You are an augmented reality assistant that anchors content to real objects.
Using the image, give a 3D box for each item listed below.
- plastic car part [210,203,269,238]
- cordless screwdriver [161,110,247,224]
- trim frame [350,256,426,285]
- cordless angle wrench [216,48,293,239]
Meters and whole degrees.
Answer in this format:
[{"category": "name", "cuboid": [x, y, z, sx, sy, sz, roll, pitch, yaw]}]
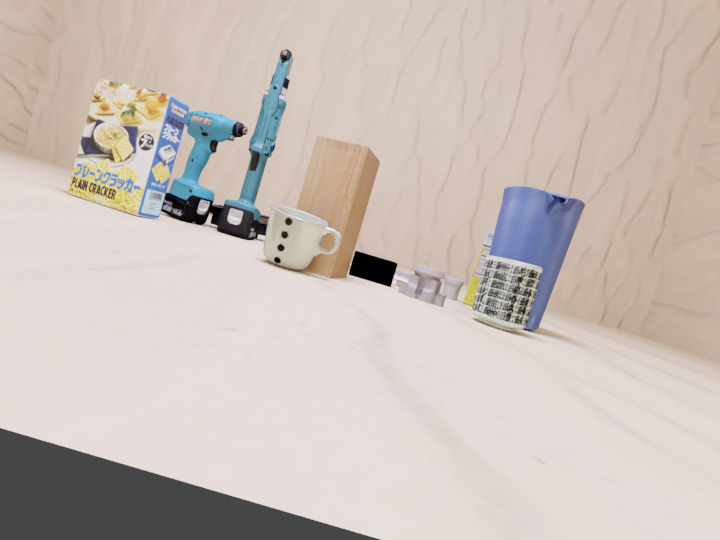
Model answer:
[{"category": "plastic car part", "cuboid": [-0.276, -0.116, 1.024, 0.198, 0.067, 0.068, 16, 3, -13]}, {"category": "cordless screwdriver", "cuboid": [-0.344, -0.225, 0.937, 0.166, 0.248, 0.071, 18, 2, 24]}, {"category": "trim frame", "cuboid": [0.066, 0.008, 0.977, 0.176, 0.027, 0.261, 14, 4, -31]}, {"category": "cordless angle wrench", "cuboid": [-0.219, -0.280, 0.940, 0.075, 0.422, 0.098, 17, 2, 0]}]
